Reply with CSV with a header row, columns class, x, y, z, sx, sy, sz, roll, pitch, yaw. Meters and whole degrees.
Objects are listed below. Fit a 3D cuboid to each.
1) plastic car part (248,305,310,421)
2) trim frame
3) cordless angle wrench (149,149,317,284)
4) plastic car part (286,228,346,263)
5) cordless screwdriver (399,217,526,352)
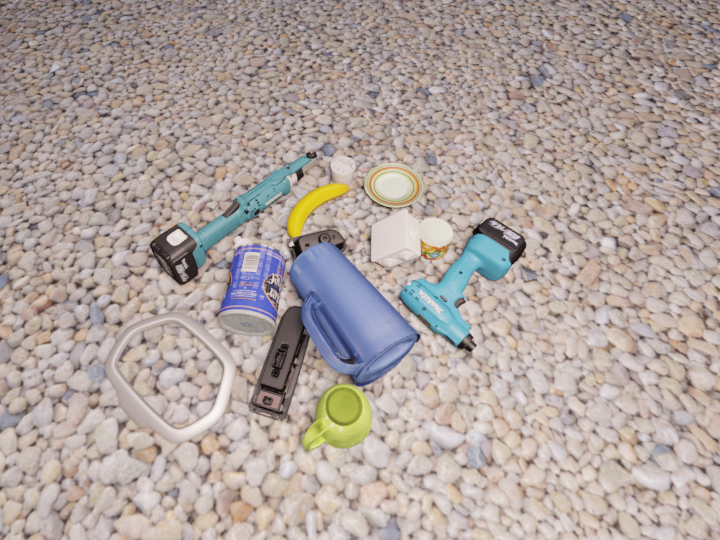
class,x,y,z,sx,sy,sz,roll,pitch,yaw
plastic car part,-0.134,0.144,0.732,0.068,0.064,0.206,8,56,12
trim frame,-0.331,0.176,0.734,0.257,0.027,0.183,33,63,18
cordless angle wrench,-0.240,-0.138,0.900,0.077,0.095,0.418,36,61,18
plastic car part,-0.082,-0.054,0.839,0.115,0.071,0.067,-18,83,-9
cordless screwdriver,0.213,0.024,0.790,0.246,0.072,0.166,-39,66,-17
